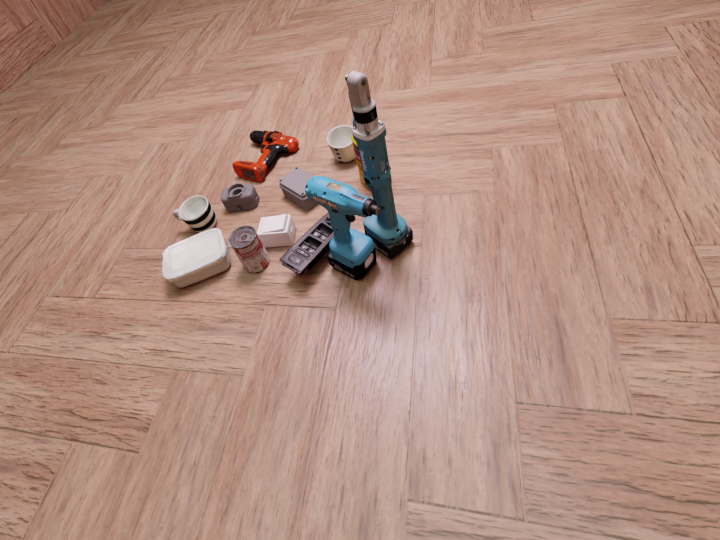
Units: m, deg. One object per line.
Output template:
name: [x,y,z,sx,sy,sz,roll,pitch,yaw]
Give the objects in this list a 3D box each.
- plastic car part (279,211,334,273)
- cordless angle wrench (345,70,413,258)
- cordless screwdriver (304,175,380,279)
plastic car part: [-0.097,-0.063,0.990,0.070,0.064,0.202,23,62,30]
cordless angle wrench: [0.031,-0.189,0.827,0.073,0.404,0.103,-39,54,-18]
cordless screwdriver: [-0.015,-0.078,0.862,0.168,0.237,0.074,26,62,30]
